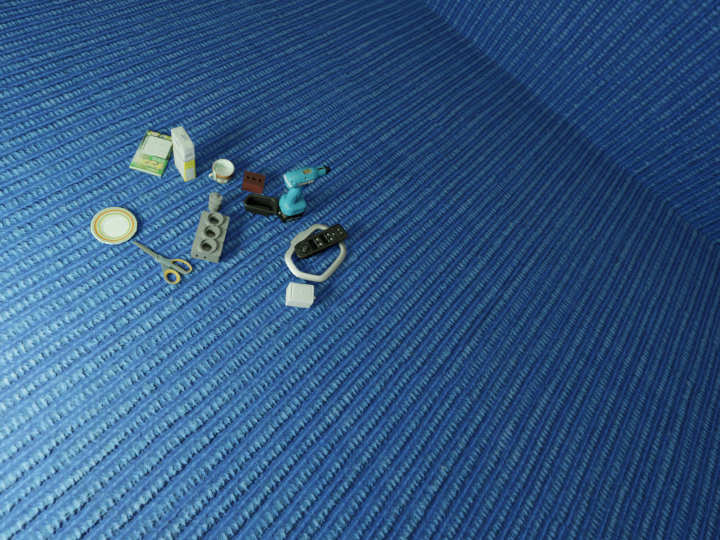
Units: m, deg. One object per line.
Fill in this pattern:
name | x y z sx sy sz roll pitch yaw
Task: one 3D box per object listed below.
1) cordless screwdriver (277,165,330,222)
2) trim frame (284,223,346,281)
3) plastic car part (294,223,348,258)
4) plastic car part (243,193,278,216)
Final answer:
cordless screwdriver | -0.201 -0.266 1.437 0.155 0.249 0.076 -22 76 -29
trim frame | -0.154 -0.064 1.473 0.186 0.027 0.247 37 58 4
plastic car part | -0.144 -0.094 1.469 0.198 0.067 0.068 -26 76 -28
plastic car part | -0.352 -0.221 1.470 0.114 0.071 0.067 10 61 -14
